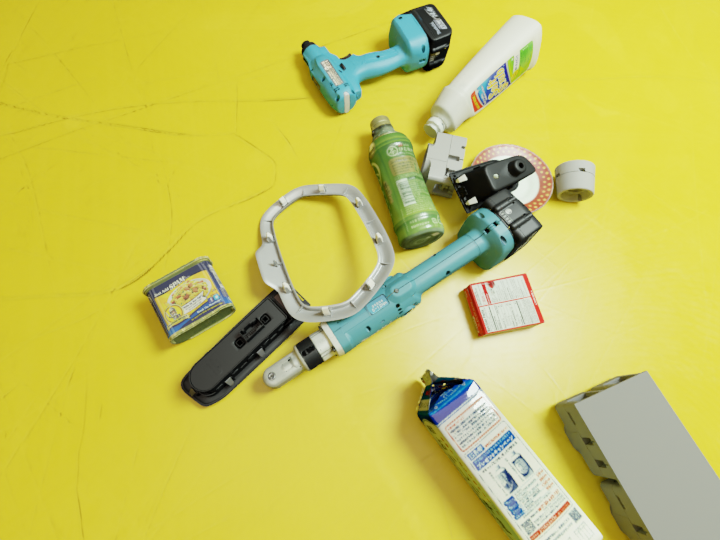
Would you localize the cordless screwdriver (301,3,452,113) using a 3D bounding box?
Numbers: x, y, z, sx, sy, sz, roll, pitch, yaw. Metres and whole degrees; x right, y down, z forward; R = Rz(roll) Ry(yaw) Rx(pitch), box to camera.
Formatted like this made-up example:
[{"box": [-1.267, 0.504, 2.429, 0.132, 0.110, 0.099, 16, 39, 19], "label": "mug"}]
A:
[{"box": [0.024, -0.396, 0.761, 0.247, 0.072, 0.164, -28, 71, -6], "label": "cordless screwdriver"}]

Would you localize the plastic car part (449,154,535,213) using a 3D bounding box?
[{"box": [0.204, -0.139, 0.618, 0.114, 0.072, 0.066, -23, 89, -19], "label": "plastic car part"}]

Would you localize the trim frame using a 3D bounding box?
[{"box": [-0.059, -0.039, 0.606, 0.184, 0.026, 0.260, -25, 56, 2], "label": "trim frame"}]

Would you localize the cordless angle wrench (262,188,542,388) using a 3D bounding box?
[{"box": [0.051, 0.035, 0.580, 0.420, 0.095, 0.077, -32, 71, -8], "label": "cordless angle wrench"}]

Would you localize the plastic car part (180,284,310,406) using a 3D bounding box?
[{"box": [-0.155, 0.099, 0.571, 0.067, 0.066, 0.202, 44, 77, 6], "label": "plastic car part"}]
